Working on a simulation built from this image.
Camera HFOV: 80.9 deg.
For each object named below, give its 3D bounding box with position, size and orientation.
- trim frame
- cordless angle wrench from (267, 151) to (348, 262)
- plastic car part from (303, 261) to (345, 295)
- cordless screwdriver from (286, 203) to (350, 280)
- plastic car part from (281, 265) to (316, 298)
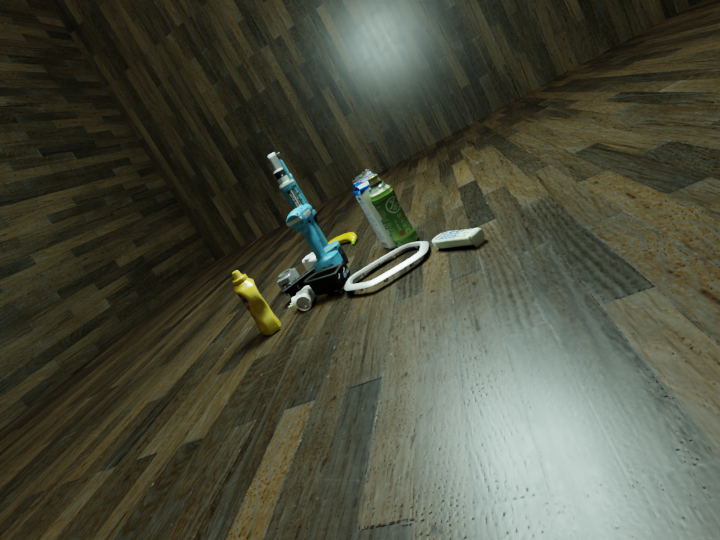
[{"bbox_3d":[0.068,-0.011,1.084,0.247,0.027,0.190,-33,16,-9],"label":"trim frame"},{"bbox_3d":[-0.182,-0.187,1.362,0.098,0.415,0.076,-30,10,-2],"label":"cordless angle wrench"},{"bbox_3d":[-0.088,0.034,1.150,0.120,0.069,0.065,-22,15,31],"label":"plastic car part"},{"bbox_3d":[-0.121,-0.079,1.233,0.076,0.244,0.159,-26,12,19],"label":"cordless screwdriver"},{"bbox_3d":[-0.155,0.023,1.309,0.201,0.066,0.068,-33,13,-8],"label":"plastic car part"}]
